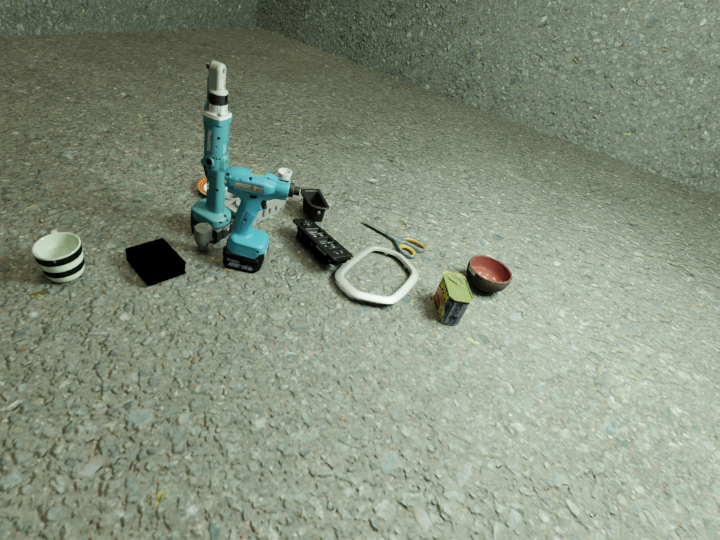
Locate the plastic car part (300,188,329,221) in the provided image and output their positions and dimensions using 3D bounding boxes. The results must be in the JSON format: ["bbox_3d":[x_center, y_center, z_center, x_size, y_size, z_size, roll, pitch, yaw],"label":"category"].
[{"bbox_3d":[-0.135,-0.180,1.212,0.064,0.070,0.122,-4,41,-24],"label":"plastic car part"}]

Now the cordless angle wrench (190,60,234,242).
[{"bbox_3d":[-0.333,-0.257,0.968,0.100,0.415,0.074,26,38,11],"label":"cordless angle wrench"}]

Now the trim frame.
[{"bbox_3d":[0.041,0.006,1.062,0.191,0.027,0.244,28,40,19],"label":"trim frame"}]

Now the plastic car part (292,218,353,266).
[{"bbox_3d":[-0.106,-0.069,1.083,0.064,0.066,0.214,-16,46,-35],"label":"plastic car part"}]

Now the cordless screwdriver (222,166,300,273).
[{"bbox_3d":[-0.229,-0.108,0.950,0.158,0.244,0.076,13,37,-4],"label":"cordless screwdriver"}]
